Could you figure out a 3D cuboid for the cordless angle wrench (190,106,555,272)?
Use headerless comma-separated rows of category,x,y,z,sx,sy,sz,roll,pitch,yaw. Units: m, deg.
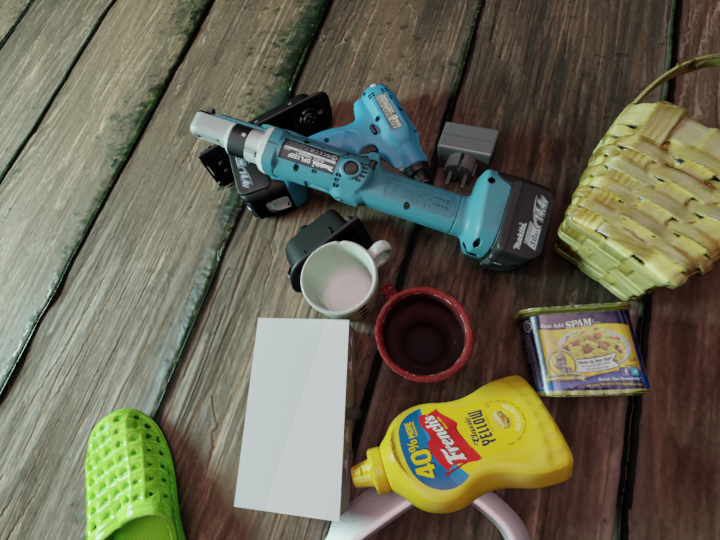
cordless angle wrench,-0.009,-0.110,0.495,0.430,0.073,0.098,20,78,8

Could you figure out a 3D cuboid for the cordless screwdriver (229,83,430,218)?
cordless screwdriver,-0.041,-0.141,0.569,0.249,0.072,0.165,-24,68,0

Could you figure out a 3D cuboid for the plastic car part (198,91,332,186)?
plastic car part,-0.136,-0.202,0.627,0.204,0.063,0.070,-25,40,5

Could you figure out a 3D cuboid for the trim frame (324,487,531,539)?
trim frame,0.047,0.302,0.392,0.248,0.026,0.192,-37,66,0

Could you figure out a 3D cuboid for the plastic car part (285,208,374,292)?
plastic car part,-0.053,-0.034,0.539,0.117,0.062,0.075,-33,51,3
